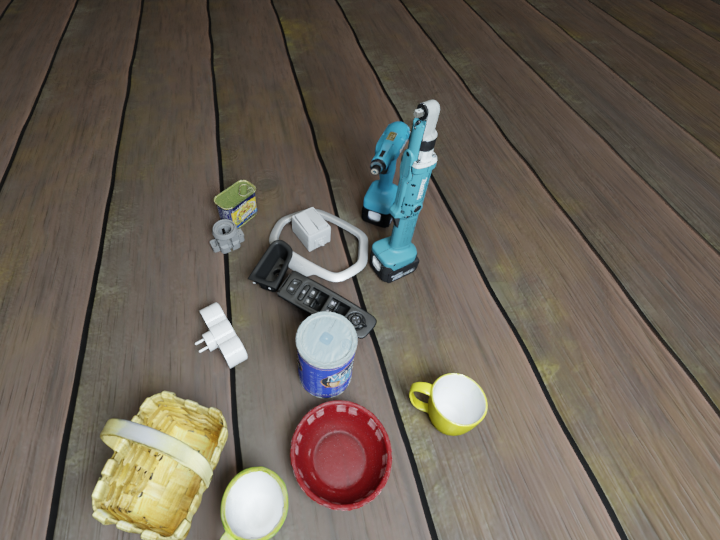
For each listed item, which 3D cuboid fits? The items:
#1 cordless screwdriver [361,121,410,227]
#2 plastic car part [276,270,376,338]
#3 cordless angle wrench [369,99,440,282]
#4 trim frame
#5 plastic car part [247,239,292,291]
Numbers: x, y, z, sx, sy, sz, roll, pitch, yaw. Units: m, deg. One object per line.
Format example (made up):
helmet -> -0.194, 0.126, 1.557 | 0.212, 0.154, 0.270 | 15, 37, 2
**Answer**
cordless screwdriver -> 0.049, -0.195, 0.959 | 0.076, 0.242, 0.160 | 21, 54, 10
plastic car part -> -0.068, 0.081, 0.854 | 0.210, 0.065, 0.066 | 25, 55, 17
cordless angle wrench -> 0.090, -0.132, 0.803 | 0.096, 0.411, 0.078 | -22, 58, -21
trim frame -> -0.097, -0.063, 0.990 | 0.258, 0.027, 0.183 | 29, 57, 20
plastic car part -> -0.184, -0.001, 0.914 | 0.067, 0.069, 0.117 | 18, 54, 10
